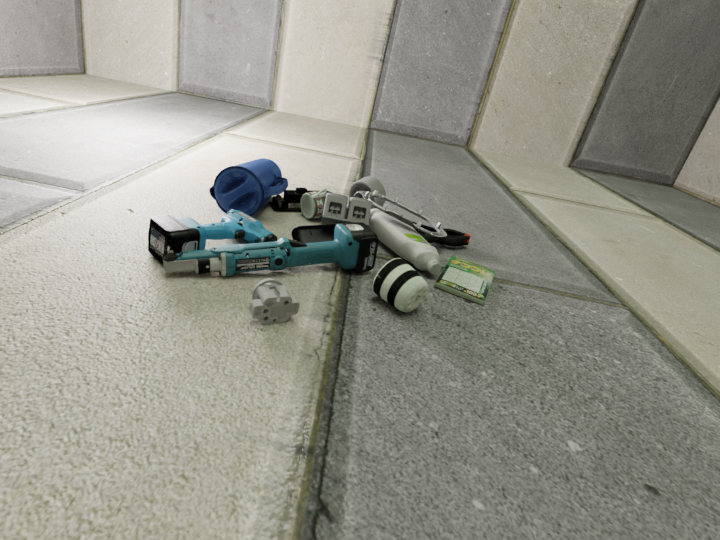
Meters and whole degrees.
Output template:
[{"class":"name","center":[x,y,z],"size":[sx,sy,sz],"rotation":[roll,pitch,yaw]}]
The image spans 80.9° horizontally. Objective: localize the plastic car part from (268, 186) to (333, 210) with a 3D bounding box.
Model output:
[{"class":"plastic car part","center":[-0.158,-0.204,1.213],"size":[0.195,0.066,0.070],"rotation":[0,19,-27]}]

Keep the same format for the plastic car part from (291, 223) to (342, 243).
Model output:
[{"class":"plastic car part","center":[-0.094,-0.061,0.959],"size":[0.113,0.065,0.074],"rotation":[-5,44,-23]}]

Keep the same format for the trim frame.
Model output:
[{"class":"trim frame","center":[0.116,-0.154,1.112],"size":[0.253,0.027,0.182],"rotation":[30,23,7]}]

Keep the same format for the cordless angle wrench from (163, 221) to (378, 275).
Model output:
[{"class":"cordless angle wrench","center":[-0.169,-0.031,0.843],"size":[0.410,0.096,0.078],"rotation":[-7,31,-22]}]

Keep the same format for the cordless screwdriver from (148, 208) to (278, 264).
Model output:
[{"class":"cordless screwdriver","center":[-0.298,-0.069,0.878],"size":[0.167,0.073,0.240],"rotation":[27,26,29]}]
